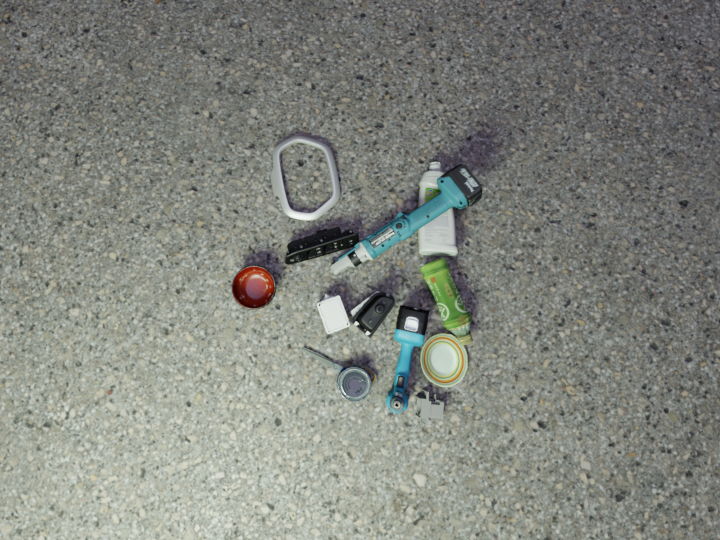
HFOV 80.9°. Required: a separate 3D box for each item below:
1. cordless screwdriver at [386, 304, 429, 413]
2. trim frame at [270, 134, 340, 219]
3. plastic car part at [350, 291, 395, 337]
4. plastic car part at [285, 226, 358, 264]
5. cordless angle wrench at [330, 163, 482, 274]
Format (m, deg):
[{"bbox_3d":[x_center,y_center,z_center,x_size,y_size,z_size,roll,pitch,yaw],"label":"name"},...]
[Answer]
[{"bbox_3d":[0.107,0.212,1.011,0.076,0.155,0.250,11,78,9],"label":"cordless screwdriver"},{"bbox_3d":[-0.155,-0.257,1.164,0.183,0.027,0.251,-12,82,-4],"label":"trim frame"},{"bbox_3d":[0.037,0.099,1.019,0.066,0.070,0.116,40,85,2],"label":"plastic car part"},{"bbox_3d":[-0.109,-0.071,1.112,0.202,0.065,0.069,-21,73,-4],"label":"plastic car part"},{"bbox_3d":[0.103,-0.109,1.078,0.426,0.071,0.101,-33,70,9],"label":"cordless angle wrench"}]
